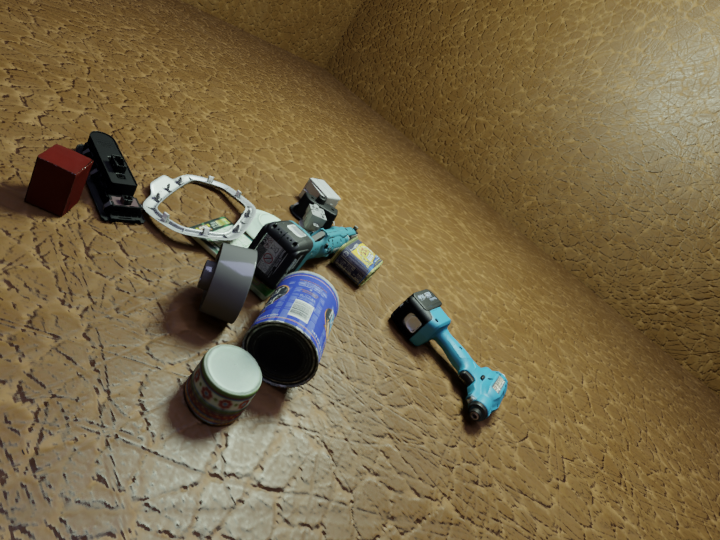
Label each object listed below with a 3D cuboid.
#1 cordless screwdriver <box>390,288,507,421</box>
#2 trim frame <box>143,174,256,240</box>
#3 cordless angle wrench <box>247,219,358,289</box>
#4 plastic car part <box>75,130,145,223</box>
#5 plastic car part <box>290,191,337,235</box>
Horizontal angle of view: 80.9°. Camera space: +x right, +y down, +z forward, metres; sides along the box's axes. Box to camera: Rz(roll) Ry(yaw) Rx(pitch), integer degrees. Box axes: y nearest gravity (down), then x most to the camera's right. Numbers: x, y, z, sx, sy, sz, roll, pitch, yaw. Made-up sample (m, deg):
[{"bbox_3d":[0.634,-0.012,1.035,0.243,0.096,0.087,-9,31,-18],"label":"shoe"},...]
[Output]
[{"bbox_3d":[0.163,0.157,0.800,0.257,0.075,0.153,48,29,17],"label":"cordless screwdriver"},{"bbox_3d":[-0.286,-0.123,0.770,0.182,0.027,0.253,21,28,-7],"label":"trim frame"},{"bbox_3d":[-0.082,-0.054,0.843,0.076,0.098,0.413,41,18,7],"label":"cordless angle wrench"},{"bbox_3d":[-0.406,-0.161,0.681,0.063,0.067,0.213,-7,45,-45],"label":"plastic car part"},{"bbox_3d":[-0.100,-0.140,0.990,0.114,0.071,0.067,33,25,-12],"label":"plastic car part"}]
